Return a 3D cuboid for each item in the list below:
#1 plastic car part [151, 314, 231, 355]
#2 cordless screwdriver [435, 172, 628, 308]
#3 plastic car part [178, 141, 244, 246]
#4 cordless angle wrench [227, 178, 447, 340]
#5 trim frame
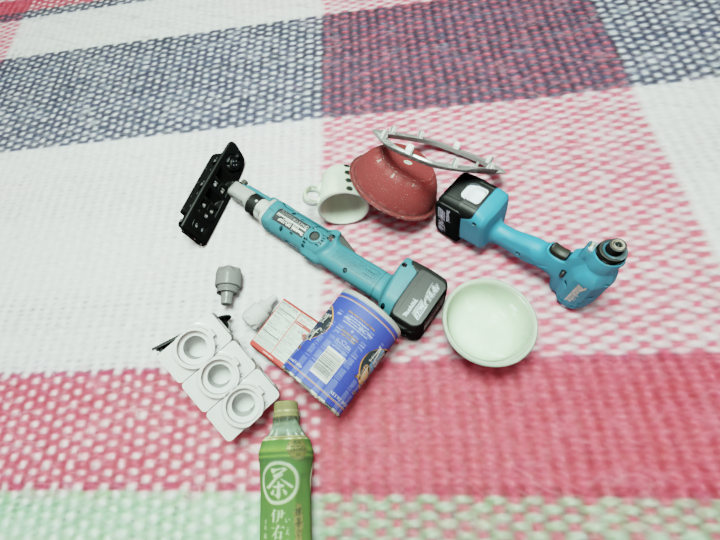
[{"bbox_3d":[-0.242,0.122,0.644,0.115,0.065,0.072,-24,79,-8],"label":"plastic car part"},{"bbox_3d":[0.230,-0.054,0.598,0.260,0.153,0.074,38,73,24],"label":"cordless screwdriver"},{"bbox_3d":[-0.276,-0.146,0.781,0.070,0.062,0.204,6,64,38],"label":"plastic car part"},{"bbox_3d":[-0.068,-0.044,0.690,0.442,0.071,0.097,32,72,24],"label":"cordless angle wrench"},{"bbox_3d":[0.128,-0.191,0.675,0.237,0.027,0.195,-5,35,-41],"label":"trim frame"}]
